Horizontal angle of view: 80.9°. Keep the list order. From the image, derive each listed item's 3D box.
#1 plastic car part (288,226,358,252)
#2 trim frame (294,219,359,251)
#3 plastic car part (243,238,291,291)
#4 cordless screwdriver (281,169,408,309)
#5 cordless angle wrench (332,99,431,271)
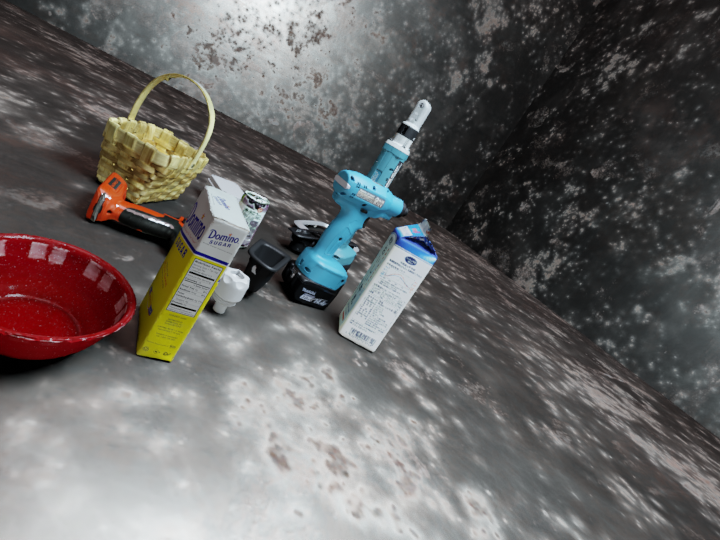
[{"bbox_3d":[-0.100,-0.066,1.025,0.192,0.067,0.070,13,24,-48],"label":"plastic car part"},{"bbox_3d":[-0.096,-0.099,1.207,0.190,0.027,0.241,35,16,14],"label":"trim frame"},{"bbox_3d":[-0.166,-0.001,0.699,0.066,0.071,0.117,30,16,-4],"label":"plastic car part"},{"bbox_3d":[-0.026,-0.048,0.768,0.151,0.248,0.078,20,19,-36],"label":"cordless screwdriver"},{"bbox_3d":[0.023,-0.167,0.901,0.077,0.422,0.094,37,16,17],"label":"cordless angle wrench"}]
